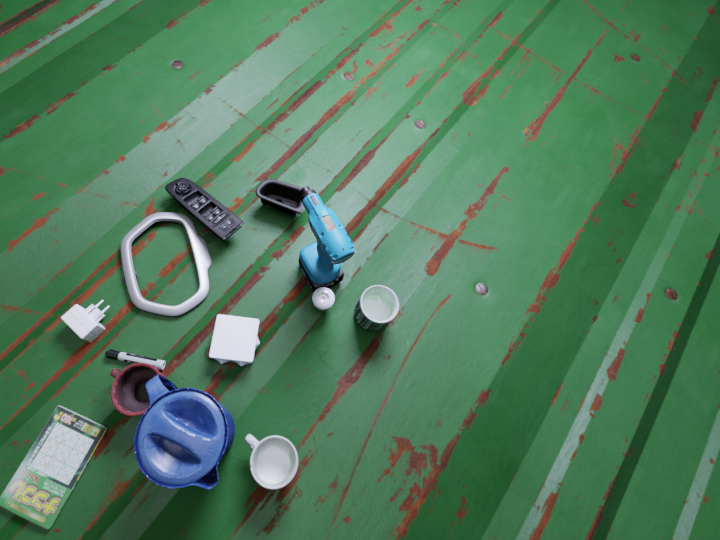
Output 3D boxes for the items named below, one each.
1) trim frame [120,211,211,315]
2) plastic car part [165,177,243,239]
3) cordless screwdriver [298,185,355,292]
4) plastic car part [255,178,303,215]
[{"bbox_3d":[-0.429,-0.018,0.939,0.181,0.027,0.256,-18,71,-12],"label":"trim frame"},{"bbox_3d":[-0.361,-0.141,0.974,0.207,0.066,0.066,39,69,10],"label":"plastic car part"},{"bbox_3d":[-0.085,-0.056,0.868,0.073,0.246,0.163,-25,75,-18],"label":"cordless screwdriver"},{"bbox_3d":[-0.187,-0.167,0.999,0.117,0.070,0.066,18,68,1],"label":"plastic car part"}]
